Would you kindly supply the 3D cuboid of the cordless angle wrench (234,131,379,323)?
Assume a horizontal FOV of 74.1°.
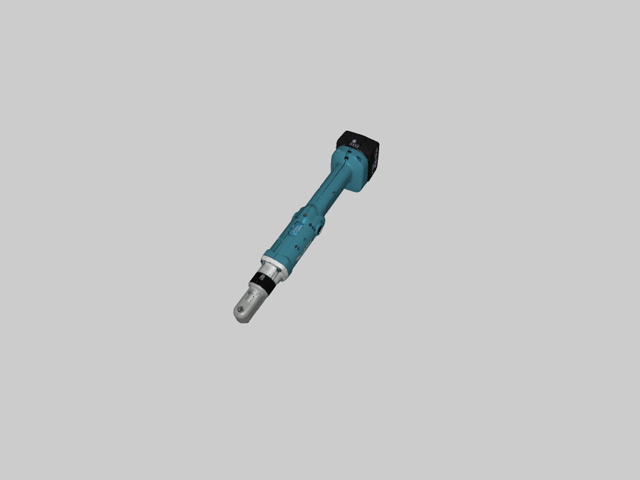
[{"bbox_3d":[-0.023,-0.029,0.765,0.074,0.421,0.098,26,-28,18],"label":"cordless angle wrench"}]
